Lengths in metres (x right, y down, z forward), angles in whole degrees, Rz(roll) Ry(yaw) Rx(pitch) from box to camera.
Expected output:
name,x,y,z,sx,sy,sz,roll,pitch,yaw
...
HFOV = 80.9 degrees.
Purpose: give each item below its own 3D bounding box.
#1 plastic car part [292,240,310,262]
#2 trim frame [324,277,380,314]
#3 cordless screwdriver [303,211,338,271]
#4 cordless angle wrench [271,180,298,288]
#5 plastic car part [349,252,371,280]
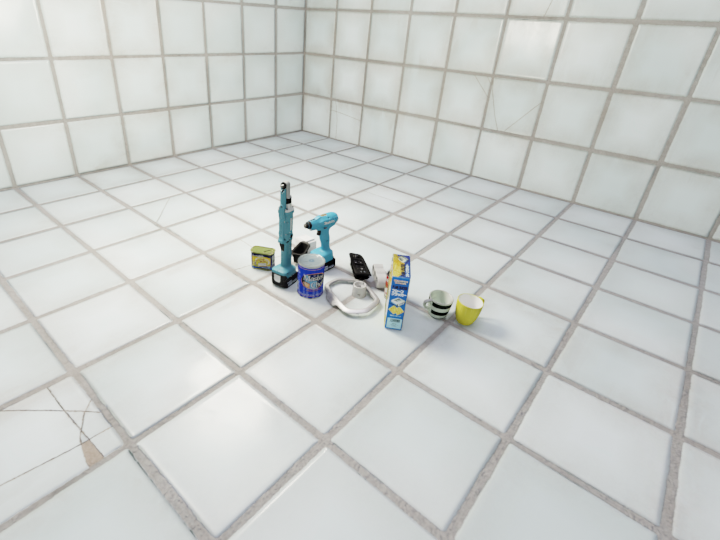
name,x,y,z,sx,sy,sz,roll,pitch,yaw
plastic car part,-0.254,-0.069,1.812,0.068,0.069,0.116,12,31,13
trim frame,-0.037,0.093,1.598,0.179,0.027,0.262,-12,34,-24
cordless screwdriver,-0.168,-0.110,1.718,0.154,0.243,0.079,-22,39,-39
cordless angle wrench,-0.281,-0.134,1.580,0.078,0.413,0.096,20,32,24
plastic car part,-0.008,-0.012,1.741,0.065,0.065,0.211,-1,31,-10
